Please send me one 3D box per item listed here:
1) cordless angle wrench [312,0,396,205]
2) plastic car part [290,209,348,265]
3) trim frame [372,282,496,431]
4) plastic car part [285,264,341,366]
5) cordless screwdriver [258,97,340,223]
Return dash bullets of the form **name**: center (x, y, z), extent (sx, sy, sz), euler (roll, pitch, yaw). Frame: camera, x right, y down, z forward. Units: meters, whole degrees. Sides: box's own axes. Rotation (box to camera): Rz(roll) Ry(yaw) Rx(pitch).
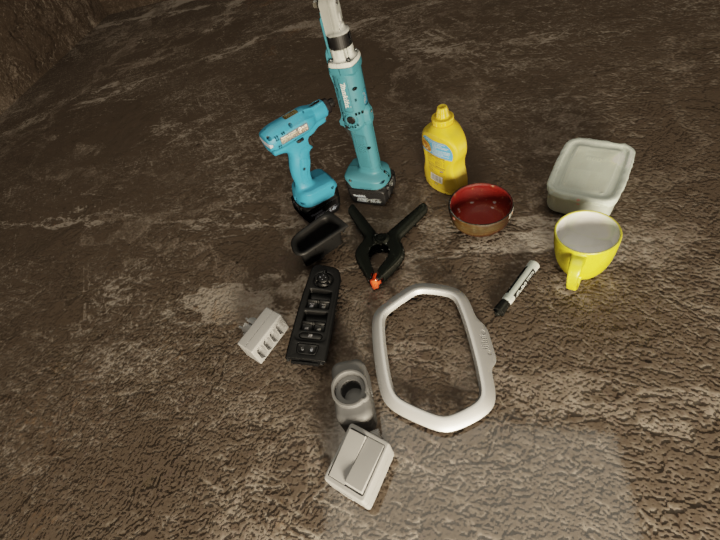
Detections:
- **cordless angle wrench**: center (-0.010, -0.297, 0.796), extent (0.102, 0.403, 0.075), euler (12, 56, 23)
- **plastic car part**: center (-0.083, -0.054, 0.847), extent (0.115, 0.067, 0.070), euler (-39, 52, -14)
- **trim frame**: center (0.113, 0.125, 0.667), extent (0.187, 0.026, 0.257), euler (-12, 50, 9)
- **plastic car part**: center (-0.071, 0.079, 0.740), extent (0.068, 0.064, 0.207), euler (-3, 52, 14)
- **cordless screwdriver**: center (-0.098, -0.225, 0.876), extent (0.158, 0.237, 0.078), euler (-34, 51, -12)
